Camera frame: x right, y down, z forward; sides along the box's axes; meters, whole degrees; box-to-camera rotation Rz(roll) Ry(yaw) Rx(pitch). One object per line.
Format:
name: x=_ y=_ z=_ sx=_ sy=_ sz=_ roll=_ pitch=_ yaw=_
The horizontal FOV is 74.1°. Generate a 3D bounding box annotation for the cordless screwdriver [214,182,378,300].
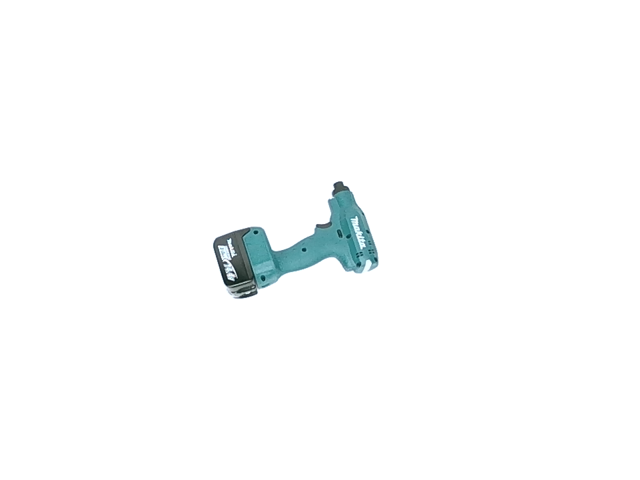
cordless screwdriver: x=-0.043 y=-0.002 z=0.684 sx=0.248 sy=0.159 sz=0.074 roll=-13 pitch=-21 yaw=-9
